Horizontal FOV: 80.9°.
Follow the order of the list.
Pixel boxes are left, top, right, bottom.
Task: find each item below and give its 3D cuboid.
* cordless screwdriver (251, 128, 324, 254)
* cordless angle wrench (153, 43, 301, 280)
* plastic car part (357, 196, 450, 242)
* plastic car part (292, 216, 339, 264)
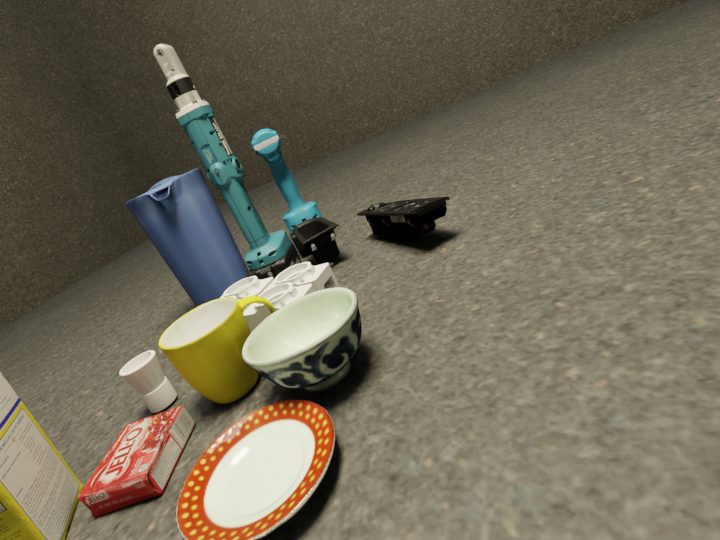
[{"bbox_3d":[-0.143,-0.162,0.843,0.074,0.242,0.164,-26,17,-3],"label":"cordless screwdriver"},{"bbox_3d":[-0.224,-0.164,0.701,0.075,0.412,0.099,-21,16,13],"label":"cordless angle wrench"},{"bbox_3d":[0.062,-0.080,0.658,0.065,0.065,0.211,-31,20,-16],"label":"plastic car part"},{"bbox_3d":[-0.071,-0.046,0.726,0.065,0.069,0.121,-29,19,-10],"label":"plastic car part"}]
